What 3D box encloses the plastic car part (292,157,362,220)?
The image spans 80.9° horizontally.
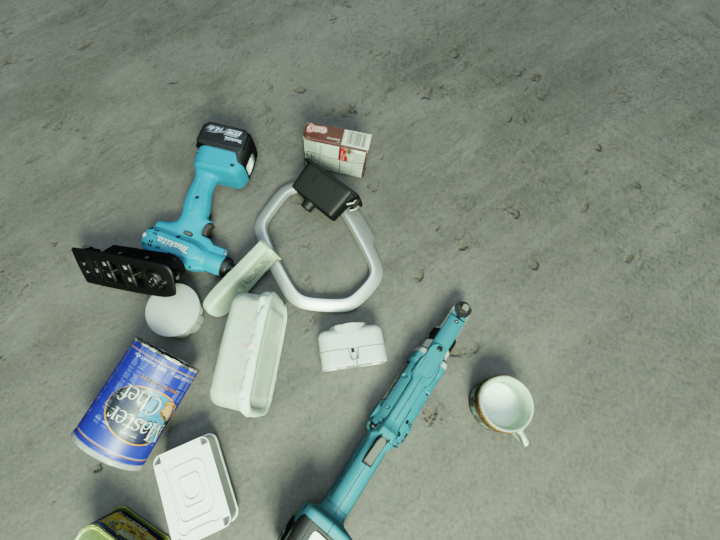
[{"bbox_3d":[-0.063,-0.124,0.698,0.120,0.064,0.071,36,87,15],"label":"plastic car part"}]

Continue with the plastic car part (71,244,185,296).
[{"bbox_3d":[-0.346,-0.004,0.648,0.212,0.064,0.066,10,27,27],"label":"plastic car part"}]

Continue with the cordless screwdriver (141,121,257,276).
[{"bbox_3d":[-0.239,-0.116,0.708,0.161,0.073,0.250,19,74,6],"label":"cordless screwdriver"}]

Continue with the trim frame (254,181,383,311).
[{"bbox_3d":[-0.069,-0.045,0.705,0.182,0.027,0.257,-27,70,-9],"label":"trim frame"}]

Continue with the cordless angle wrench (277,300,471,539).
[{"bbox_3d":[0.040,0.210,0.581,0.076,0.096,0.421,35,69,8],"label":"cordless angle wrench"}]
